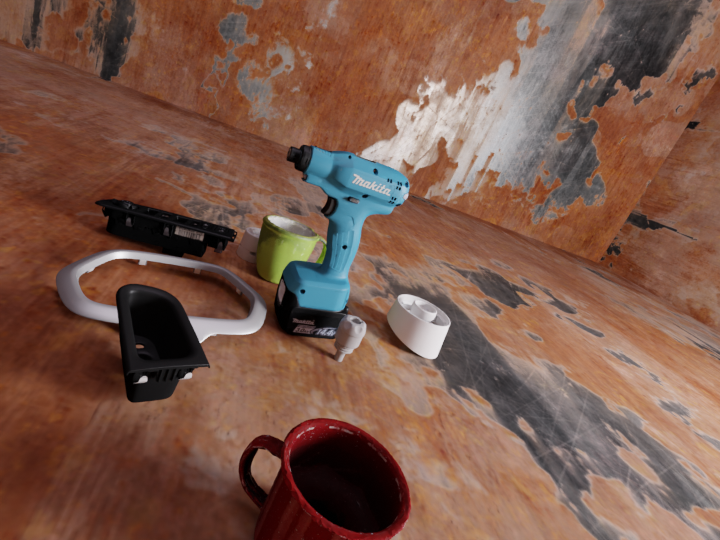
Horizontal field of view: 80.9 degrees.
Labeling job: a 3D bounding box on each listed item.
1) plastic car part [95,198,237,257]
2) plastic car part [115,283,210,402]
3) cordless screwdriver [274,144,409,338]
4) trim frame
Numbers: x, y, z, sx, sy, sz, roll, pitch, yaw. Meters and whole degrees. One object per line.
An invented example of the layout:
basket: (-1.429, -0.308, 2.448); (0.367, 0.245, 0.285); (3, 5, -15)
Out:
plastic car part: (-0.294, -0.062, 0.641); (0.199, 0.066, 0.068); (19, 19, -10)
plastic car part: (-0.193, 0.072, 0.385); (0.063, 0.070, 0.123); (7, 24, -40)
cordless screwdriver: (-0.054, -0.036, 0.557); (0.153, 0.247, 0.078); (16, 20, -22)
trim frame: (-0.236, 0.027, 0.525); (0.238, 0.027, 0.193); (12, 21, -28)
